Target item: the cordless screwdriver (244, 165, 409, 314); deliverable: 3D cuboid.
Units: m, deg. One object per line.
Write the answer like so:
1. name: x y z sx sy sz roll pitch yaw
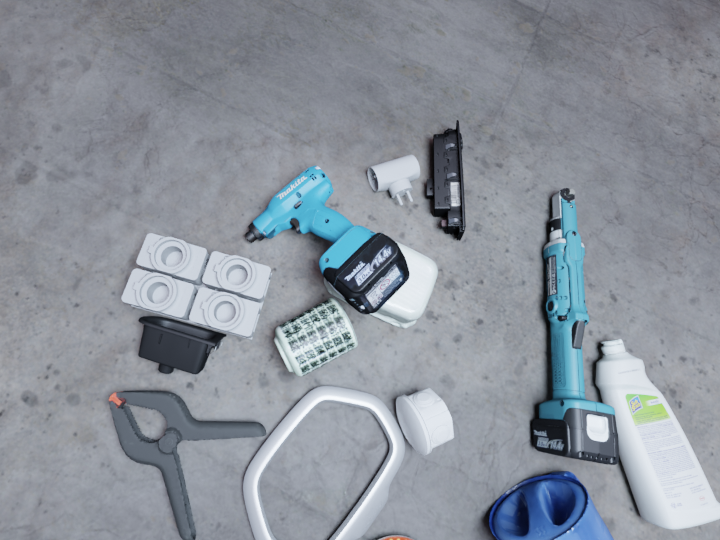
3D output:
1. cordless screwdriver: -0.059 -0.039 0.607 0.159 0.070 0.262 -41 54 -3

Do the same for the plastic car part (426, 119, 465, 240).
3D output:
1. plastic car part: 0.147 -0.155 0.718 0.069 0.063 0.205 1 74 18

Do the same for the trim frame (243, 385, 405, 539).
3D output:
1. trim frame: -0.048 0.281 0.587 0.186 0.027 0.247 39 72 6

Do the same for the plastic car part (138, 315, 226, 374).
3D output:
1. plastic car part: -0.260 0.111 0.599 0.117 0.066 0.071 13 89 0

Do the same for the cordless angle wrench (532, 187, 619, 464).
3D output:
1. cordless angle wrench: 0.324 0.062 0.662 0.074 0.097 0.429 10 69 -7
